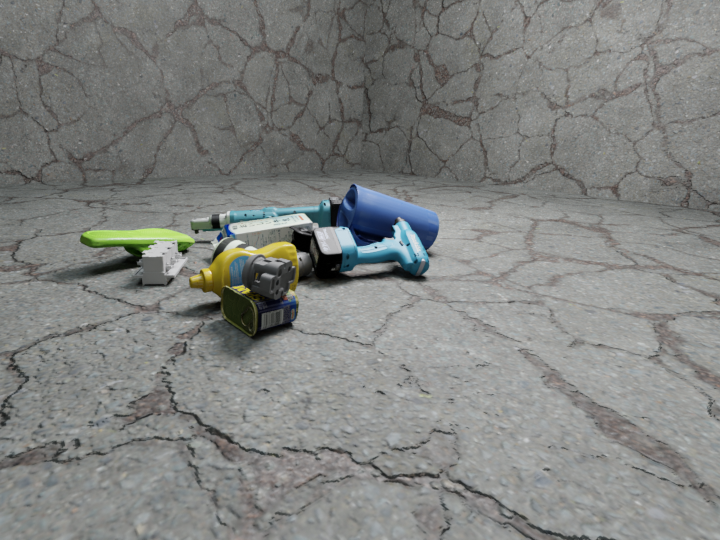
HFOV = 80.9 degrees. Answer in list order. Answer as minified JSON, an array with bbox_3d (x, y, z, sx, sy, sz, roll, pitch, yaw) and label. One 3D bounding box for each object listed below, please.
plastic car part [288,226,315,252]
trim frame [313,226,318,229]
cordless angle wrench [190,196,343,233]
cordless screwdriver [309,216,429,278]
[{"bbox_3d":[-0.097,-0.063,0.989,0.070,0.067,0.192,36,12,35],"label":"plastic car part"},{"bbox_3d":[-0.159,-0.091,1.175,0.188,0.027,0.248,3,16,9],"label":"trim frame"},{"bbox_3d":[-0.249,-0.140,1.155,0.420,0.096,0.076,-4,20,-5],"label":"cordless angle wrench"},{"bbox_3d":[0.014,-0.059,0.923,0.243,0.073,0.166,-2,46,-14],"label":"cordless screwdriver"}]
